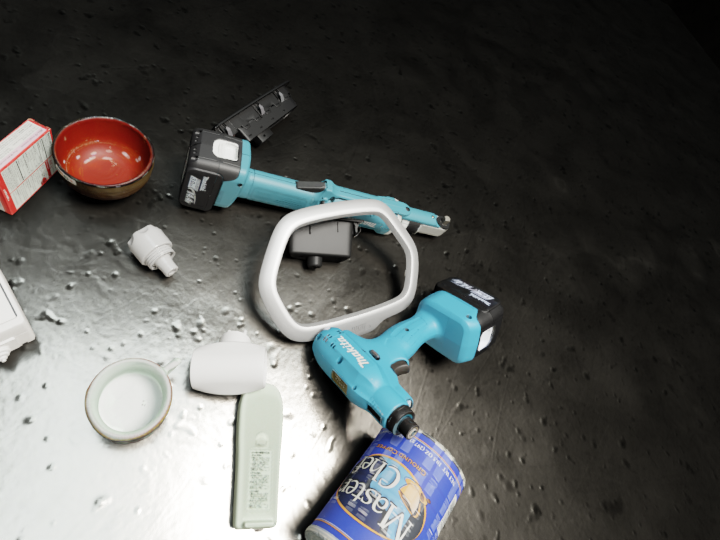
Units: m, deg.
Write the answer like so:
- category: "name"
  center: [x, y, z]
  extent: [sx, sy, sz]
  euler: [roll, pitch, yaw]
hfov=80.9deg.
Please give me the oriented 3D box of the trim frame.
- category: "trim frame"
  center: [-0.020, 0.000, 0.563]
  extent: [0.240, 0.028, 0.184]
  euler: [-14, 92, -31]

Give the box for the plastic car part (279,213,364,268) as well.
- category: "plastic car part"
  center: [-0.059, -0.038, 0.601]
  extent: [0.113, 0.067, 0.072]
  euler: [1, 76, -21]

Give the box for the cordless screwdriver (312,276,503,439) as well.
- category: "cordless screwdriver"
  center: [0.082, 0.099, 0.524]
  extent: [0.241, 0.072, 0.169]
  euler: [-18, 36, -30]

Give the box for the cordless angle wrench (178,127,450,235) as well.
- category: "cordless angle wrench"
  center: [-0.045, -0.104, 0.632]
  extent: [0.407, 0.099, 0.076]
  euler: [11, 58, -23]

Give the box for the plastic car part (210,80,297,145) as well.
- category: "plastic car part"
  center: [-0.163, -0.244, 0.679]
  extent: [0.066, 0.067, 0.203]
  euler: [40, 52, -12]
